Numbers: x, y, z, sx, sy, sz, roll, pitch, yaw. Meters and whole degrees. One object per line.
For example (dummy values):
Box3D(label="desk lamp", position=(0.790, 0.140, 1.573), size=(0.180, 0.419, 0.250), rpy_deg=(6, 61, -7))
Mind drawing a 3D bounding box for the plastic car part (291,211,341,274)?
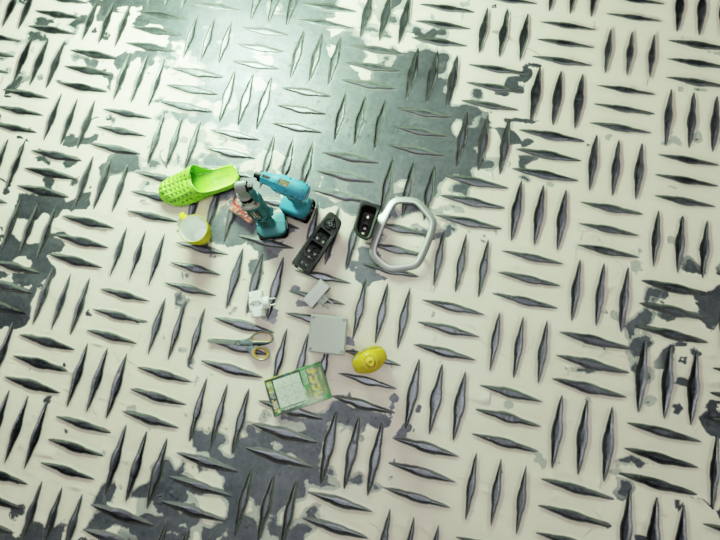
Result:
Box3D(label="plastic car part", position=(-0.126, -0.083, 1.292), size=(0.067, 0.066, 0.203), rpy_deg=(32, 83, 7))

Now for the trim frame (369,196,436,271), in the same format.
Box3D(label="trim frame", position=(0.127, -0.111, 1.296), size=(0.187, 0.027, 0.249), rpy_deg=(21, 81, 8))

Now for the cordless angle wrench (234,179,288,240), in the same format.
Box3D(label="cordless angle wrench", position=(-0.272, -0.160, 1.141), size=(0.098, 0.417, 0.075), rpy_deg=(-7, 82, -1))

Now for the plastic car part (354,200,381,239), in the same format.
Box3D(label="plastic car part", position=(0.016, -0.144, 1.290), size=(0.067, 0.070, 0.117), rpy_deg=(15, 81, 4))

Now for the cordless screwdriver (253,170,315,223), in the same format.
Box3D(label="cordless screwdriver", position=(-0.216, -0.219, 1.235), size=(0.161, 0.245, 0.074), rpy_deg=(22, 82, 4))
